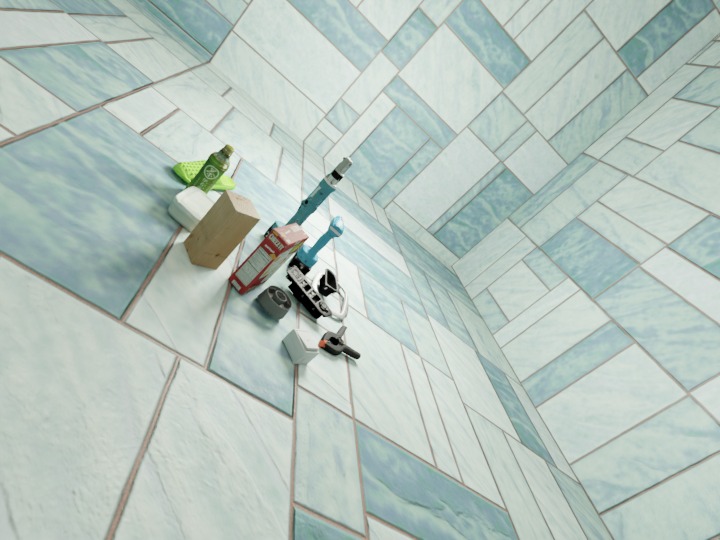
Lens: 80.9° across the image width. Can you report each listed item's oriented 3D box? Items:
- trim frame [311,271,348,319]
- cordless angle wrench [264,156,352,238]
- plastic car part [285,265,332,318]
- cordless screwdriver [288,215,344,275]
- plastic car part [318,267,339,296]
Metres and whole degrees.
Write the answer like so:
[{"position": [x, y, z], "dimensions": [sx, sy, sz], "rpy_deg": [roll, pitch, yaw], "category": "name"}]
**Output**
[{"position": [-0.108, 0.092, 1.573], "dimensions": [0.181, 0.028, 0.252], "rpy_deg": [40, 19, -11], "category": "trim frame"}, {"position": [-0.178, -0.236, 1.504], "dimensions": [0.070, 0.426, 0.102], "rpy_deg": [18, 34, -54], "category": "cordless angle wrench"}, {"position": [-0.178, 0.083, 1.384], "dimensions": [0.205, 0.067, 0.065], "rpy_deg": [46, 19, 5], "category": "plastic car part"}, {"position": [-0.151, -0.099, 1.542], "dimensions": [0.073, 0.250, 0.161], "rpy_deg": [41, 20, -13], "category": "cordless screwdriver"}, {"position": [-0.125, 0.053, 1.550], "dimensions": [0.063, 0.071, 0.120], "rpy_deg": [37, 20, -24], "category": "plastic car part"}]
